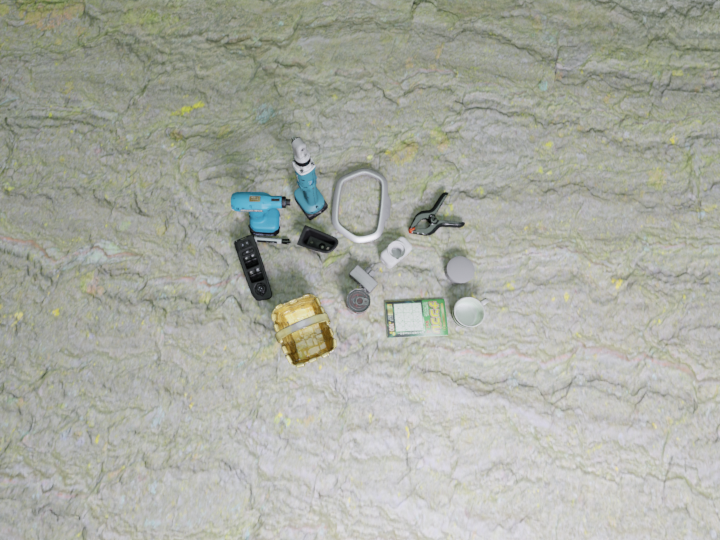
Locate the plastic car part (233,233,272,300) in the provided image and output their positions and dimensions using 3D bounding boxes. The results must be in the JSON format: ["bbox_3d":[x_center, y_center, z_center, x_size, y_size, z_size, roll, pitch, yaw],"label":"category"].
[{"bbox_3d":[-0.321,-0.002,1.284,0.066,0.066,0.207,-20,77,-4],"label":"plastic car part"}]

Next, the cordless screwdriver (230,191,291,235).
[{"bbox_3d":[-0.270,-0.166,1.230,0.160,0.245,0.075,2,79,-1],"label":"cordless screwdriver"}]

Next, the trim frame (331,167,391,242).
[{"bbox_3d":[0.004,-0.207,1.338,0.185,0.027,0.251,5,77,4],"label":"trim frame"}]

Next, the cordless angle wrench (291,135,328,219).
[{"bbox_3d":[-0.148,-0.248,1.156,0.074,0.417,0.100,-35,83,-8],"label":"cordless angle wrench"}]

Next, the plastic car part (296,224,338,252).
[{"bbox_3d":[-0.126,-0.083,1.292,0.118,0.070,0.066,21,79,6],"label":"plastic car part"}]
